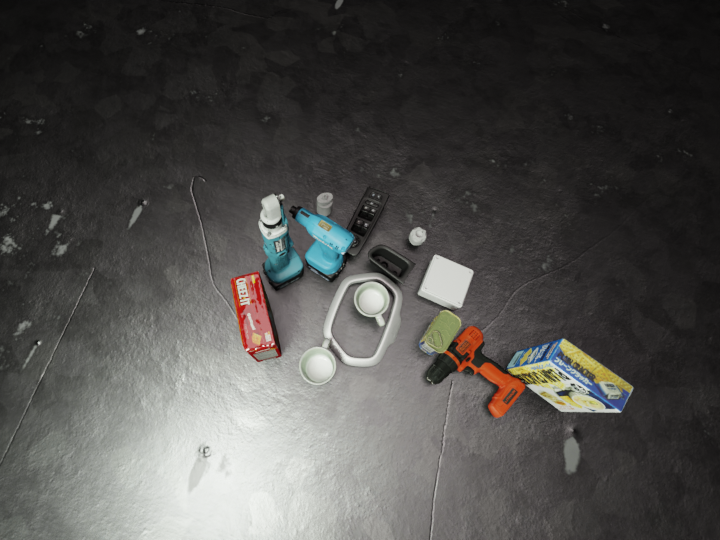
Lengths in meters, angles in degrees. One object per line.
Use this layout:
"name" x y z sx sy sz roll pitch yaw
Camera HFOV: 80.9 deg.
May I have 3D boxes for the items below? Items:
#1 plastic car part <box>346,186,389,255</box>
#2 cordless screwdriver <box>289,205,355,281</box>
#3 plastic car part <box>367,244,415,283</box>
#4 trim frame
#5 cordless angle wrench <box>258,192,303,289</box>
"plastic car part" 0.006 -0.127 1.150 0.067 0.066 0.203 25 71 5
"cordless screwdriver" -0.101 -0.066 1.029 0.162 0.245 0.074 34 71 7
"plastic car part" 0.073 -0.016 1.106 0.119 0.070 0.066 34 72 10
"trim frame" 0.011 0.120 1.076 0.186 0.027 0.250 20 70 6
"cordless angle wrench" -0.182 -0.058 0.933 0.097 0.417 0.076 -28 77 -14
